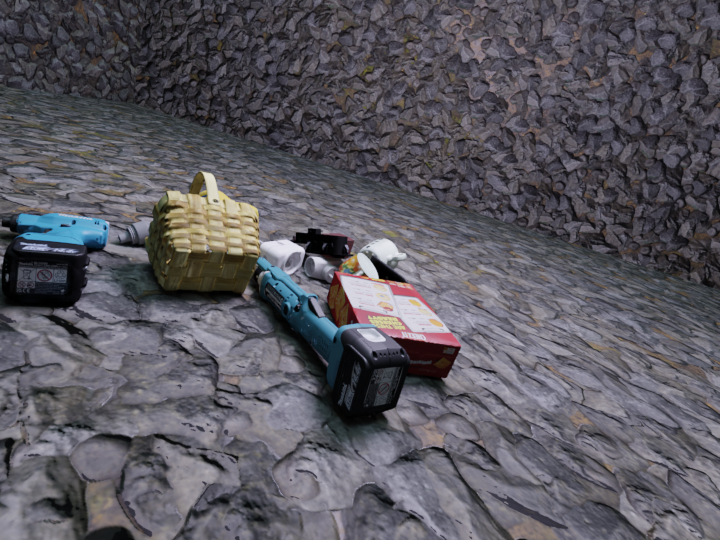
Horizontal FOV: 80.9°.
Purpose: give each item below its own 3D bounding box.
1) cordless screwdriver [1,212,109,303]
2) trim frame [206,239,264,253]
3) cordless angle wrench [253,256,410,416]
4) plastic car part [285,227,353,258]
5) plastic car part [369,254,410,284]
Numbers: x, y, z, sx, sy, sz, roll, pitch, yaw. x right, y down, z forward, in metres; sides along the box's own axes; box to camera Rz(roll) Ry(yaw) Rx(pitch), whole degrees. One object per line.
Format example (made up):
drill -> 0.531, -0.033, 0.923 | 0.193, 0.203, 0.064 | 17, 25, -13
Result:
cordless screwdriver -> -0.484, -0.037, 0.646 | 0.153, 0.074, 0.261 | 7, 17, -26
trim frame -> -0.315, -0.074, 0.956 | 0.260, 0.027, 0.178 | 23, 21, 24
cordless angle wrench -> -0.095, 0.062, 0.674 | 0.071, 0.097, 0.447 | 4, 18, -37
plastic car part -> -0.095, -0.062, 0.967 | 0.214, 0.067, 0.063 | 14, 2, 44
plastic car part -> 0.068, 0.025, 0.950 | 0.123, 0.066, 0.067 | 34, 10, 35
